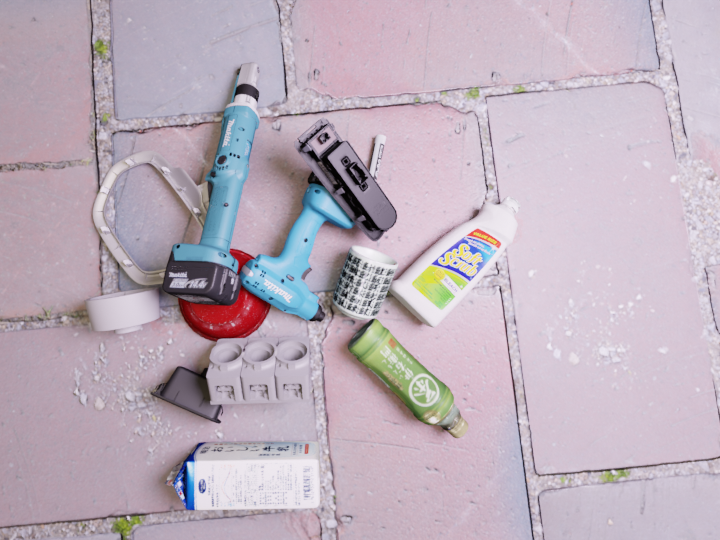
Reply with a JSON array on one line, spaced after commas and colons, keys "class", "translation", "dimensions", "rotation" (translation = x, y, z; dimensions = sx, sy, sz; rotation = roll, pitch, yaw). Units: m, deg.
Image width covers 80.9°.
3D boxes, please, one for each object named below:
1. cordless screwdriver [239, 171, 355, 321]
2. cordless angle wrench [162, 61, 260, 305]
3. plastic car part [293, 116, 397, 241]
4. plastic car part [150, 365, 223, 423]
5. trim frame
[{"class": "cordless screwdriver", "translation": [-0.067, -0.044, 0.688], "dimensions": [0.152, 0.078, 0.249], "rotation": [35, 84, -26]}, {"class": "cordless angle wrench", "translation": [-0.209, -0.160, 0.671], "dimensions": [0.101, 0.071, 0.430], "rotation": [0, 70, 17]}, {"class": "plastic car part", "translation": [-0.006, -0.130, 0.625], "dimensions": [0.066, 0.070, 0.195], "rotation": [-47, 117, -21]}, {"class": "plastic car part", "translation": [-0.267, 0.192, 0.687], "dimensions": [0.116, 0.066, 0.071], "rotation": [21, 72, -3]}, {"class": "trim frame", "translation": [-0.348, -0.091, 0.705], "dimensions": [0.184, 0.027, 0.255], "rotation": [-40, 75, 0]}]
